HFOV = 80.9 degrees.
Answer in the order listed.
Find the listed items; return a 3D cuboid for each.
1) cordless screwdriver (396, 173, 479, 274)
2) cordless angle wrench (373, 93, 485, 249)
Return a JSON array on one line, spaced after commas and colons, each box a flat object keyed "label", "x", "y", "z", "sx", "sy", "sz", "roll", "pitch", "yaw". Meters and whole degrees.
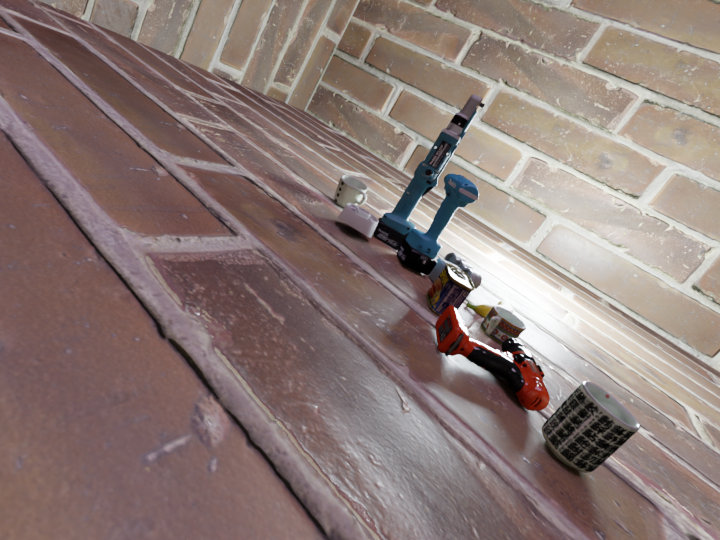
[{"label": "cordless screwdriver", "x": 0.184, "y": -0.123, "z": 1.041, "sx": 0.072, "sy": 0.248, "sz": 0.164, "roll": 26, "pitch": 20, "yaw": -16}, {"label": "cordless angle wrench", "x": 0.175, "y": -0.251, "z": 1.084, "sx": 0.099, "sy": 0.422, "sz": 0.074, "roll": 32, "pitch": 19, "yaw": 2}]
